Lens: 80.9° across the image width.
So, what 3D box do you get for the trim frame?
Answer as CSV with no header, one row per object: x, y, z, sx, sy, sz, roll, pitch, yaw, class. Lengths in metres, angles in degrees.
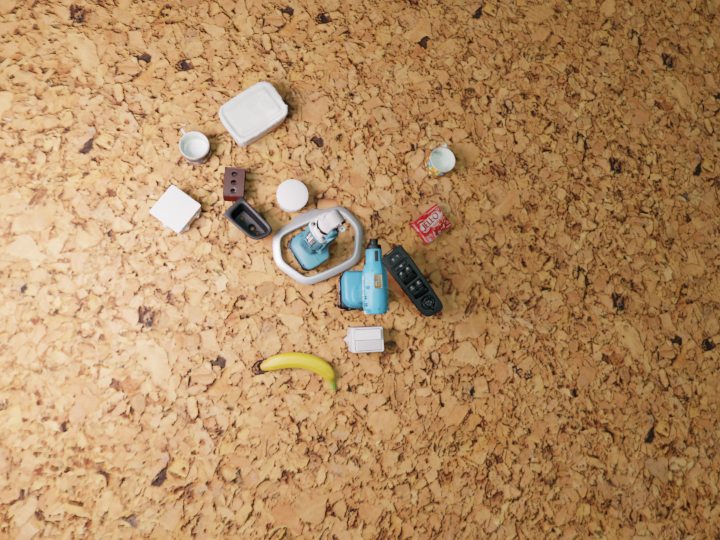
-0.107,-0.070,1.097,0.245,0.028,0.185,-25,86,-11,trim frame

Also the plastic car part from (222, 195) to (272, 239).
-0.277,-0.117,1.057,0.116,0.071,0.066,44,77,-2,plastic car part

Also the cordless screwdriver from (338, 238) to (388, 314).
0.006,0.021,0.985,0.073,0.251,0.160,1,84,-13,cordless screwdriver

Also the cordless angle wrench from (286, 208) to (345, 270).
-0.091,-0.069,0.896,0.073,0.427,0.098,-33,93,-14,cordless angle wrench

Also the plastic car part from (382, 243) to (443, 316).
0.130,0.033,1.095,0.066,0.067,0.204,-37,89,-13,plastic car part
